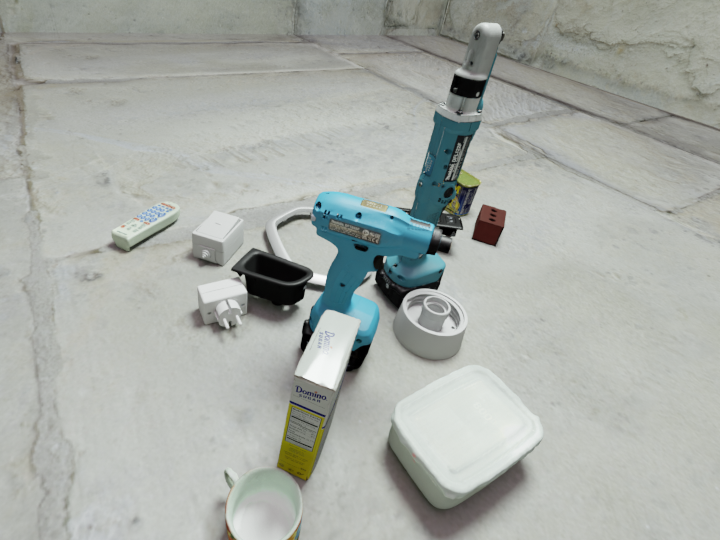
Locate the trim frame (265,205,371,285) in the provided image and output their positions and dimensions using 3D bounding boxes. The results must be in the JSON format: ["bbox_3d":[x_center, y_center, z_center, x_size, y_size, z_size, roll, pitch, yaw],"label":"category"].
[{"bbox_3d":[-0.078,-0.051,0.799,0.179,0.027,0.262,-11,42,-23],"label":"trim frame"}]

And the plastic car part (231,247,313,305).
[{"bbox_3d":[-0.135,0.021,0.663,0.120,0.069,0.066,20,38,14],"label":"plastic car part"}]

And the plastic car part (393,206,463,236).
[{"bbox_3d":[0.095,-0.094,0.854,0.205,0.065,0.067,12,37,5],"label":"plastic car part"}]

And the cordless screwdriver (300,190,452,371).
[{"bbox_3d":[0.007,0.025,0.542,0.163,0.243,0.074,19,37,10],"label":"cordless screwdriver"}]

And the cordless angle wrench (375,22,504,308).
[{"bbox_3d":[0.112,-0.124,0.612,0.095,0.414,0.078,-11,43,-28],"label":"cordless angle wrench"}]
